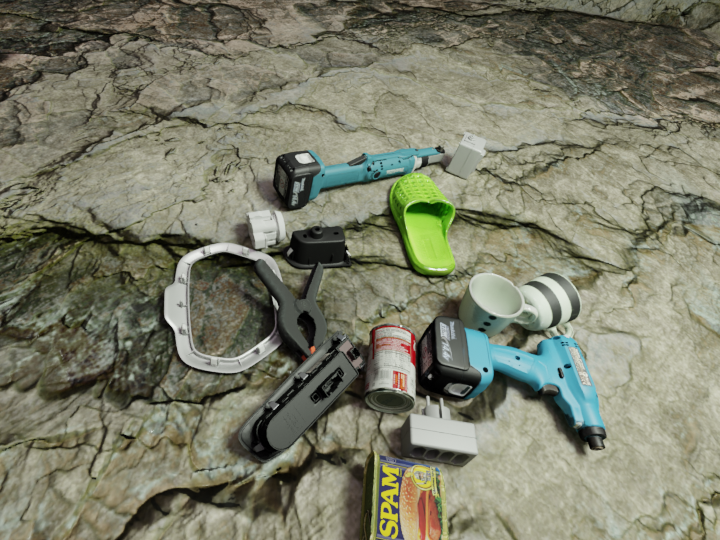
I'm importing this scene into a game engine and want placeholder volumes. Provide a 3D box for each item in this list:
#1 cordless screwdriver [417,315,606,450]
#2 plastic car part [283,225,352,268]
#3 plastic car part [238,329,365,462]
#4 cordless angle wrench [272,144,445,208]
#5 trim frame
[{"bbox_3d":[0.211,0.155,0.594,0.246,0.073,0.164,9,47,-6],"label":"cordless screwdriver"},{"bbox_3d":[-0.072,-0.047,0.737,0.114,0.069,0.069,-3,47,-17],"label":"plastic car part"},{"bbox_3d":[-0.062,0.162,0.544,0.199,0.069,0.065,-39,103,-31],"label":"plastic car part"},{"bbox_3d":[0.020,-0.222,0.909,0.410,0.096,0.078,-17,54,-28],"label":"cordless angle wrench"},{"bbox_3d":[-0.208,0.044,0.661,0.180,0.027,0.259,-7,51,-14],"label":"trim frame"}]
